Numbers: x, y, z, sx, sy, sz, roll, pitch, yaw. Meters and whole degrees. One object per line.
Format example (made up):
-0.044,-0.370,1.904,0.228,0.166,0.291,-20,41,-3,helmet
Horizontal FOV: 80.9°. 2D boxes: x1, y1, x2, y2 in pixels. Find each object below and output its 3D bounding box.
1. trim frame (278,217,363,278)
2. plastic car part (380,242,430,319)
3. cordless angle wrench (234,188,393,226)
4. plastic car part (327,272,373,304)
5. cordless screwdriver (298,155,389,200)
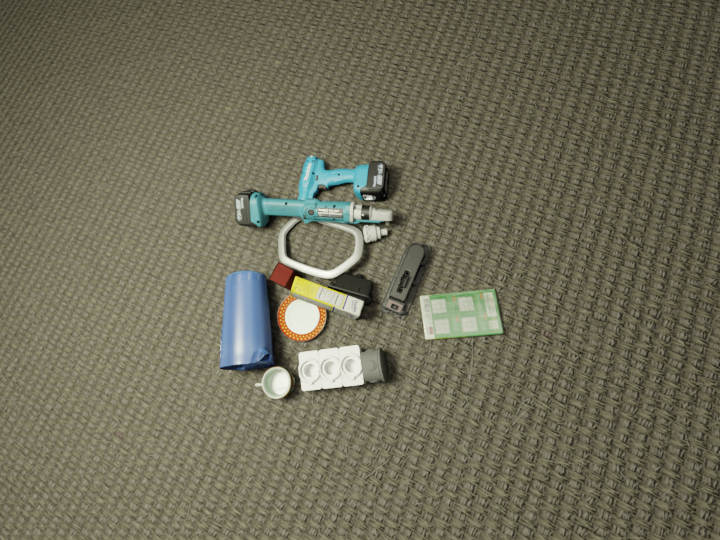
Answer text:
-0.111,-0.073,1.134,0.259,0.026,0.185,16,69,24,trim frame
0.113,0.015,1.057,0.069,0.064,0.203,20,76,22,plastic car part
-0.126,-0.159,1.126,0.433,0.074,0.096,5,110,13,cordless angle wrench
-0.018,0.041,1.082,0.119,0.063,0.072,11,62,12,plastic car part
-0.052,-0.230,1.163,0.257,0.071,0.161,8,76,19,cordless screwdriver
